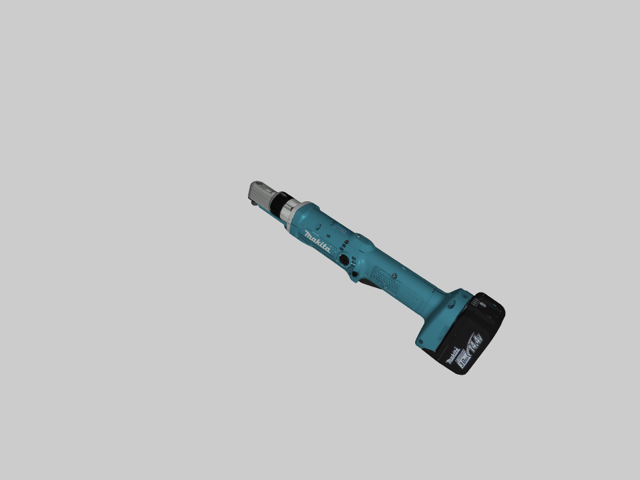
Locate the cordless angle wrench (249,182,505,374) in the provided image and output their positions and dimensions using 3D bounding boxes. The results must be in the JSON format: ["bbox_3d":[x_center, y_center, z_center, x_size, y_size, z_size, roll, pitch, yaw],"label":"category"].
[{"bbox_3d":[0.049,0.022,0.618,0.423,0.098,0.074,35,37,22],"label":"cordless angle wrench"}]
